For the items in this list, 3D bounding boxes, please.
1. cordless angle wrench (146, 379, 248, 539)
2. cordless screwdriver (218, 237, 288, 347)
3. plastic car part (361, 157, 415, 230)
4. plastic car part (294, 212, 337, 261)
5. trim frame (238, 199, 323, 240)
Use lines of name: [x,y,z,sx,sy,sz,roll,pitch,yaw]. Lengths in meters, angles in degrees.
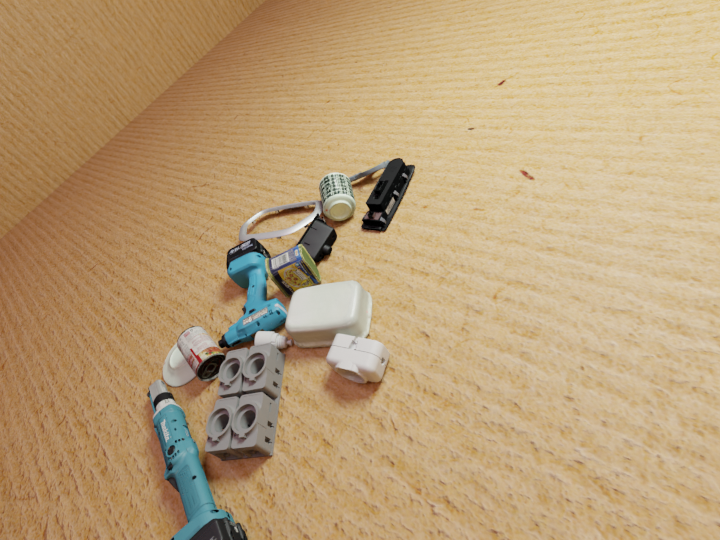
cordless angle wrench: [-0.319,0.331,0.750,0.097,0.070,0.448,-43,41,-9]
cordless screwdriver: [-0.260,0.051,0.956,0.160,0.070,0.261,-30,47,6]
plastic car part: [0.060,-0.185,0.969,0.070,0.064,0.203,3,52,43]
plastic car part: [-0.094,-0.062,0.962,0.074,0.063,0.117,19,67,26]
trim frame: [-0.205,-0.128,1.077,0.258,0.026,0.185,-7,35,29]
